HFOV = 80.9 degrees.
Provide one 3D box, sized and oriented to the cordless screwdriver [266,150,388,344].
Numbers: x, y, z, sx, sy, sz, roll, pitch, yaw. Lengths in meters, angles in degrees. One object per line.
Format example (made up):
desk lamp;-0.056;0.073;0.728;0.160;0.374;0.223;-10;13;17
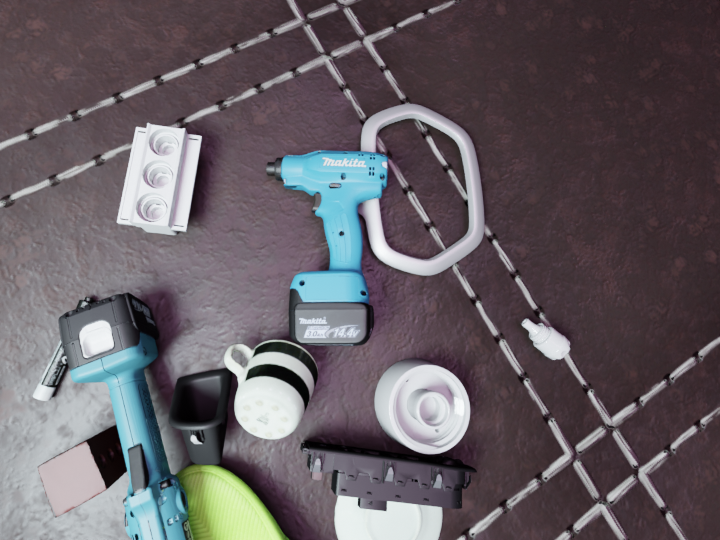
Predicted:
cordless screwdriver;-0.052;-0.034;0.527;0.161;0.072;0.252;3;76;8

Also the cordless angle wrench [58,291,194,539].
cordless angle wrench;-0.198;0.232;0.409;0.073;0.096;0.435;-21;72;-13

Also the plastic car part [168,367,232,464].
plastic car part;-0.169;0.166;0.460;0.065;0.120;0.069;-10;107;-12

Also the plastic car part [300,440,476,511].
plastic car part;0.033;0.232;0.476;0.201;0.065;0.069;5;64;-5

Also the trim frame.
trim frame;0.080;-0.116;0.586;0.181;0.027;0.251;-3;81;-9
